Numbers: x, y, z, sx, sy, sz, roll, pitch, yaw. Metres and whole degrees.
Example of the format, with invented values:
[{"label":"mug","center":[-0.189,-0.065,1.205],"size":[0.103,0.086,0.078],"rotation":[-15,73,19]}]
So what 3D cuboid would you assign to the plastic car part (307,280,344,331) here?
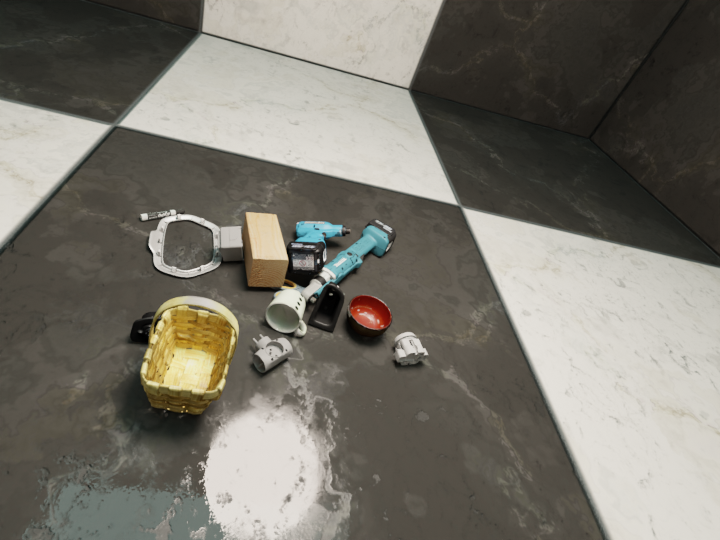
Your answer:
[{"label":"plastic car part","center":[-0.077,0.078,1.035],"size":[0.065,0.116,0.072],"rotation":[21,15,-5]}]

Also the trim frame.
[{"label":"trim frame","center":[-0.459,-0.073,1.118],"size":[0.179,0.027,0.259],"rotation":[2,44,-19]}]

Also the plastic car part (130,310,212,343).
[{"label":"plastic car part","center":[-0.379,0.114,0.900],"size":[0.196,0.065,0.070],"rotation":[0,34,-23]}]

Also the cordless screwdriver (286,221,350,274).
[{"label":"cordless screwdriver","center":[-0.114,-0.074,1.162],"size":[0.161,0.072,0.253],"rotation":[0,26,4]}]

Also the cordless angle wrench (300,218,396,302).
[{"label":"cordless angle wrench","center":[-0.035,-0.026,1.188],"size":[0.101,0.073,0.415],"rotation":[32,40,15]}]
